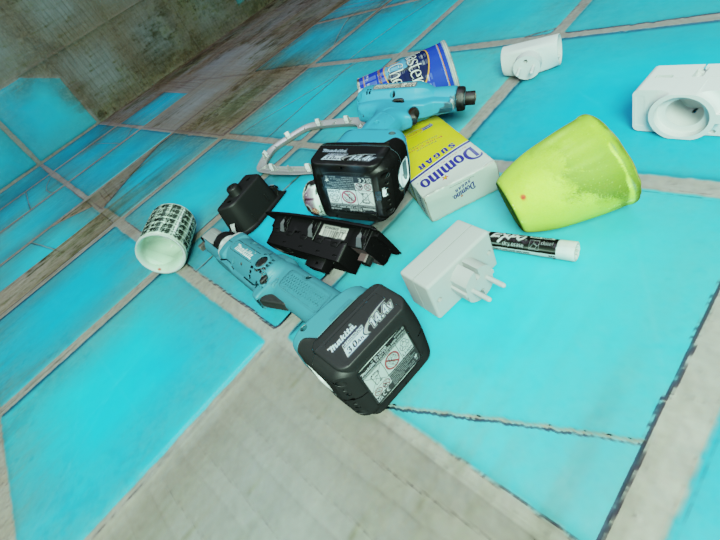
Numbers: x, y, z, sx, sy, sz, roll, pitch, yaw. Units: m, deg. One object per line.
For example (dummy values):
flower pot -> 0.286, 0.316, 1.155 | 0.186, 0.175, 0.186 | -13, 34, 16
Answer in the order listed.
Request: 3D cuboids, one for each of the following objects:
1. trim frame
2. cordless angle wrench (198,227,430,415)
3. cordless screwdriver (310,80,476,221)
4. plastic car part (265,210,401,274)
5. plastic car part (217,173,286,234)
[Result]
trim frame -> -0.092, -0.230, 0.782 | 0.262, 0.026, 0.184 | 13, 57, 39
cordless angle wrench -> -0.107, 0.009, 0.511 | 0.097, 0.071, 0.448 | -44, 39, -17
cordless screwdriver -> 0.047, -0.164, 0.519 | 0.165, 0.071, 0.250 | 4, 45, 21
plastic car part -> -0.052, -0.034, 0.532 | 0.215, 0.062, 0.067 | 20, 86, 43
plastic car part -> -0.187, -0.115, 0.688 | 0.069, 0.067, 0.116 | 3, 47, 37
